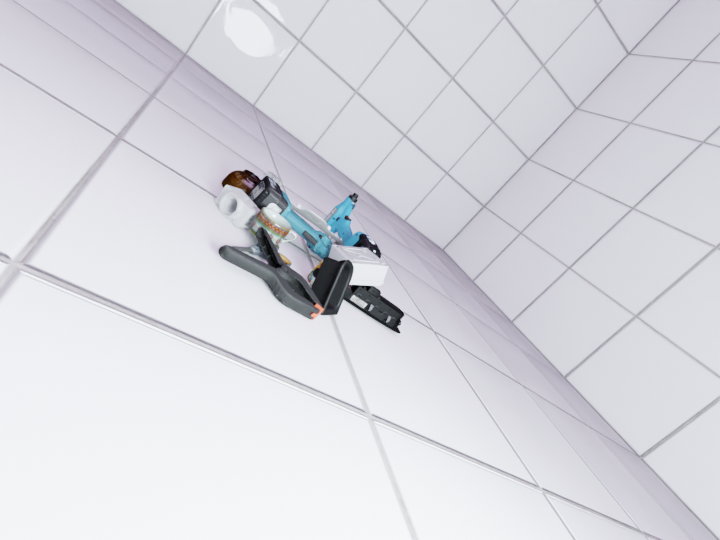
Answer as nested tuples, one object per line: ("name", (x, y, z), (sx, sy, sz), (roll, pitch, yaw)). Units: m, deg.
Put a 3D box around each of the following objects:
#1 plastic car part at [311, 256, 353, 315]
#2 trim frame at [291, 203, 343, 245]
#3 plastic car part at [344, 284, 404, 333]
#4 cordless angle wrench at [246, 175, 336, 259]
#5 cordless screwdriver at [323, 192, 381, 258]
("plastic car part", (-0.065, 0.024, 0.846), (0.074, 0.116, 0.063), (21, 4, 27))
("trim frame", (-0.147, -0.136, 1.139), (0.241, 0.027, 0.190), (37, -10, -17))
("plastic car part", (0.029, 0.076, 1.014), (0.197, 0.067, 0.068), (39, 7, -16))
("cordless angle wrench", (-0.104, -0.068, 1.059), (0.402, 0.075, 0.102), (41, 12, -30))
("cordless screwdriver", (-0.021, -0.122, 1.284), (0.070, 0.160, 0.262), (27, 21, -44))
